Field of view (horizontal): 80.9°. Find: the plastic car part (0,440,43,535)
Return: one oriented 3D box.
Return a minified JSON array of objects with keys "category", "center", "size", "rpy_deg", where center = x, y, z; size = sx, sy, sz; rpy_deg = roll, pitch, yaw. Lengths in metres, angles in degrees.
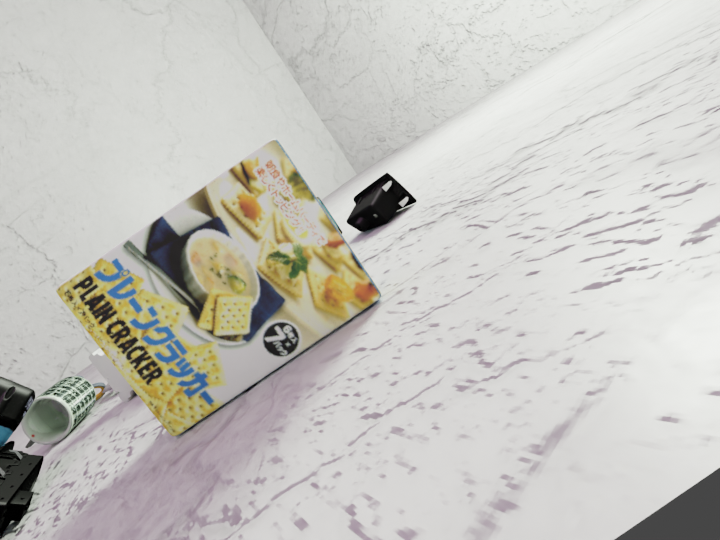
[{"category":"plastic car part","center":[-0.374,0.229,0.435],"size":[0.064,0.067,0.210],"rpy_deg":[9,-8,-27]}]

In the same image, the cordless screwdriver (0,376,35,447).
[{"category":"cordless screwdriver","center":[-0.474,0.245,0.467],"size":[0.162,0.072,0.253],"rpy_deg":[-38,30,44]}]

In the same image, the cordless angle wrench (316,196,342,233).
[{"category":"cordless angle wrench","center":[-0.060,-0.039,0.616],"size":[0.074,0.095,0.433],"rpy_deg":[-34,17,1]}]

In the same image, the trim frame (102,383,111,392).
[{"category":"trim frame","center":[-0.402,0.167,0.831],"size":[0.254,0.027,0.183],"rpy_deg":[-29,14,29]}]

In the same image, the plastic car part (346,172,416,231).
[{"category":"plastic car part","center":[0.019,-0.095,0.677],"size":[0.120,0.064,0.071],"rpy_deg":[-23,29,56]}]
